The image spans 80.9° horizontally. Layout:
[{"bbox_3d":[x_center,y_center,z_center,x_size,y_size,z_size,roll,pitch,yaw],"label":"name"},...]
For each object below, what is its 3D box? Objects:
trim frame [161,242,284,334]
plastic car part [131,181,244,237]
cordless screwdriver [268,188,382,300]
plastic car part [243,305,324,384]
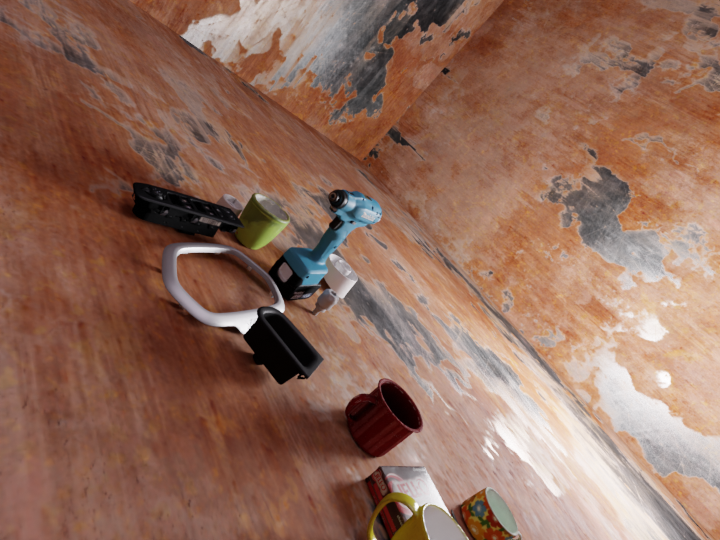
[{"bbox_3d":[-0.217,0.023,0.688,0.191,0.028,0.239,48,18,17],"label":"trim frame"},{"bbox_3d":[-0.302,-0.099,0.726,0.192,0.067,0.070,20,29,-52],"label":"plastic car part"},{"bbox_3d":[-0.078,-0.051,0.797,0.077,0.250,0.152,52,19,21],"label":"cordless screwdriver"},{"bbox_3d":[-0.121,0.114,0.607,0.118,0.071,0.064,45,17,7],"label":"plastic car part"}]
